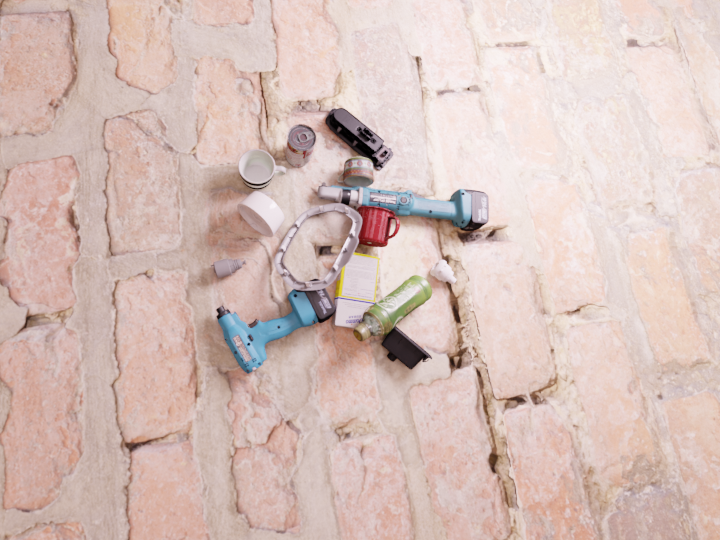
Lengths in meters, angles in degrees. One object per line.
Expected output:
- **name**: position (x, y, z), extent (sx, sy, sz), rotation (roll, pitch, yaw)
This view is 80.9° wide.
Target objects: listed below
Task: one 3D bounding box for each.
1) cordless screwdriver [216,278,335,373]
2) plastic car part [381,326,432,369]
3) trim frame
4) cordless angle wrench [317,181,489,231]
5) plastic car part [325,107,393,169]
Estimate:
- **cordless screwdriver**: position (-0.191, 0.098, 0.951), extent (0.247, 0.074, 0.161), rotation (-32, 84, -10)
- **plastic car part**: position (0.096, 0.184, 0.982), extent (0.117, 0.065, 0.071), rotation (36, 89, 3)
- **trim frame**: position (-0.095, -0.062, 0.975), extent (0.192, 0.026, 0.249), rotation (15, 61, 24)
- **cordless angle wrench**: position (0.102, -0.169, 1.057), extent (0.419, 0.074, 0.099), rotation (6, 77, -5)
- **plastic car part**: position (-0.005, -0.348, 1.087), extent (0.205, 0.066, 0.066), rotation (39, 82, 4)
